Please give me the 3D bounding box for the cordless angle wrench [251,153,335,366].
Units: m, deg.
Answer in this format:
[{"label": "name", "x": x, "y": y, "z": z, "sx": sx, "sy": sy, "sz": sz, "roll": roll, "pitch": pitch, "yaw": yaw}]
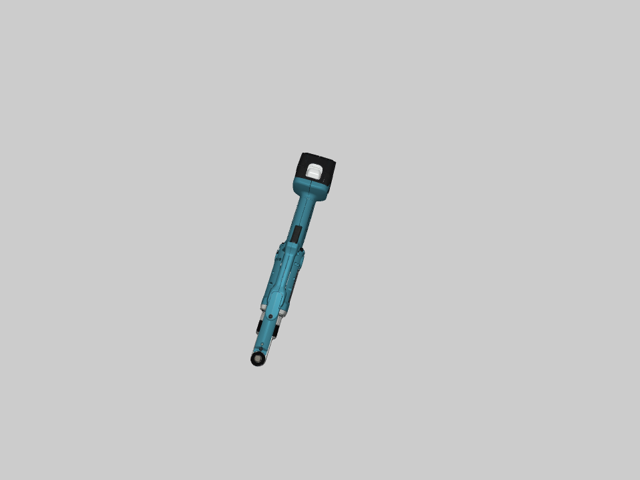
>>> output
[{"label": "cordless angle wrench", "x": -0.060, "y": 0.034, "z": 0.828, "sx": 0.074, "sy": 0.422, "sz": 0.098, "roll": 16, "pitch": -17, "yaw": 0}]
